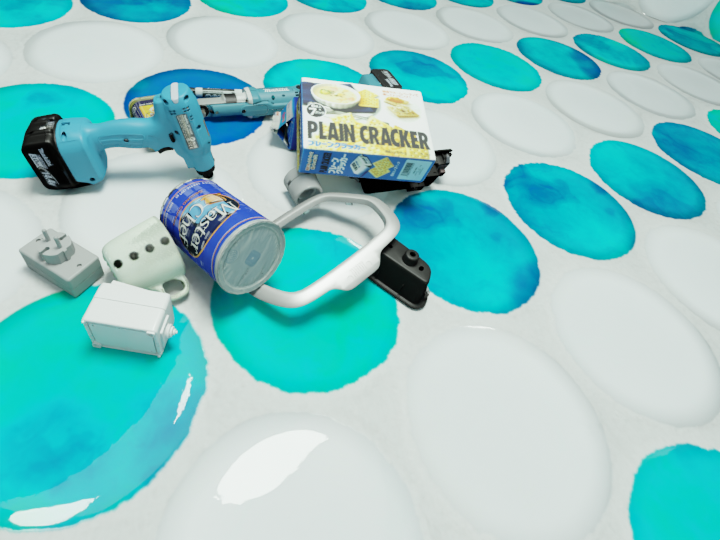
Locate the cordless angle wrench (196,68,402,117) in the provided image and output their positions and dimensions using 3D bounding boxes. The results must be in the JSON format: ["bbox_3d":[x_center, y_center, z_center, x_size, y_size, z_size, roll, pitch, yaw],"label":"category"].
[{"bbox_3d":[-0.123,-0.347,0.861,0.413,0.073,0.102,-12,55,-18],"label":"cordless angle wrench"}]

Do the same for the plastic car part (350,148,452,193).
[{"bbox_3d":[0.074,-0.174,0.768,0.197,0.067,0.068,-7,79,-19],"label":"plastic car part"}]

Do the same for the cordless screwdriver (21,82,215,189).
[{"bbox_3d":[-0.353,-0.182,0.645,0.247,0.153,0.078,-14,53,-5],"label":"cordless screwdriver"}]

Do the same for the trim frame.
[{"bbox_3d":[-0.059,-0.039,0.608,0.244,0.026,0.195,-37,50,-25],"label":"trim frame"}]

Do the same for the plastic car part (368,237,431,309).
[{"bbox_3d":[0.059,-0.006,0.614,0.121,0.069,0.065,36,53,19],"label":"plastic car part"}]
